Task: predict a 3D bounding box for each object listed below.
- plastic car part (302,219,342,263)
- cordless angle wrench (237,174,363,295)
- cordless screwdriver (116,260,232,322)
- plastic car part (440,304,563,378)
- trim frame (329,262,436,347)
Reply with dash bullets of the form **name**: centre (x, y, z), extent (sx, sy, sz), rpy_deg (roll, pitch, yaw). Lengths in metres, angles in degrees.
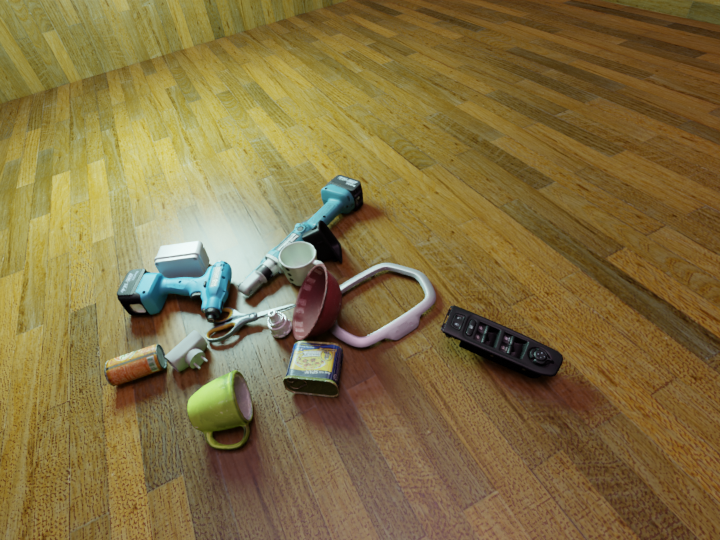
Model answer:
- **plastic car part**: centre (-0.098, -0.064, 1.006), extent (0.072, 0.110, 0.068), rpy_deg (-24, 42, 18)
- **cordless angle wrench**: centre (-0.146, -0.087, 1.059), extent (0.103, 0.071, 0.419), rpy_deg (24, 58, 29)
- **cordless screwdriver**: centre (-0.422, 0.059, 0.964), extent (0.251, 0.071, 0.164), rpy_deg (-7, 45, 4)
- **plastic car part**: centre (0.248, 0.139, 0.762), extent (0.211, 0.065, 0.066), rpy_deg (20, 45, 22)
- **trim frame**: centre (0.040, 0.069, 0.900), extent (0.244, 0.026, 0.195), rpy_deg (-29, 47, -19)
